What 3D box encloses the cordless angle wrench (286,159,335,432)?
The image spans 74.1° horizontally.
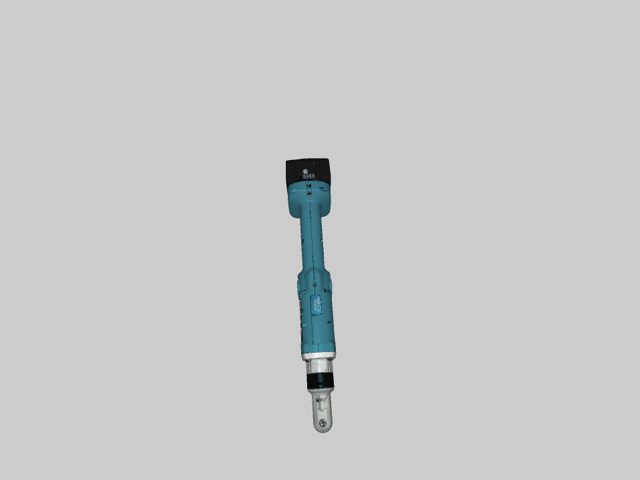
[{"bbox_3d":[-0.009,0.074,0.669,0.074,0.421,0.098,-3,-20,-2],"label":"cordless angle wrench"}]
